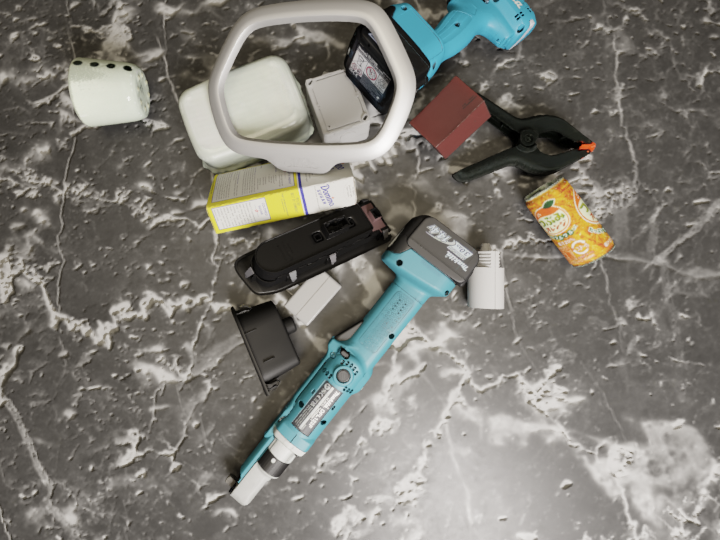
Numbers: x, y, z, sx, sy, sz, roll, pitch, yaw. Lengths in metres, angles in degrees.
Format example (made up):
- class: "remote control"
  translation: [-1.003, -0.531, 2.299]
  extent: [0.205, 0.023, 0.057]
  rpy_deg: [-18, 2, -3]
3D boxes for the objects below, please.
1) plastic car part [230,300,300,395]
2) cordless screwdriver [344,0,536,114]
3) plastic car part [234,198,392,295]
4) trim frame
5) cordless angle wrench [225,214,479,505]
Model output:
- class: "plastic car part"
  translation: [-0.114, 0.089, 0.541]
  extent: [0.070, 0.066, 0.118]
  rpy_deg: [-20, 83, -16]
- class: "cordless screwdriver"
  translation: [0.088, -0.313, 0.526]
  extent: [0.245, 0.075, 0.160]
  rpy_deg: [-35, 86, -18]
- class: "plastic car part"
  translation: [-0.049, -0.032, 0.505]
  extent: [0.199, 0.067, 0.067]
  rpy_deg: [-27, 84, -18]
- class: "trim frame"
  translation: [-0.064, -0.203, 0.476]
  extent: [0.256, 0.027, 0.182]
  rpy_deg: [7, 101, 16]
- class: "cordless angle wrench"
  translation: [-0.022, 0.121, 0.526]
  extent: [0.099, 0.074, 0.423]
  rpy_deg: [38, 91, 2]
